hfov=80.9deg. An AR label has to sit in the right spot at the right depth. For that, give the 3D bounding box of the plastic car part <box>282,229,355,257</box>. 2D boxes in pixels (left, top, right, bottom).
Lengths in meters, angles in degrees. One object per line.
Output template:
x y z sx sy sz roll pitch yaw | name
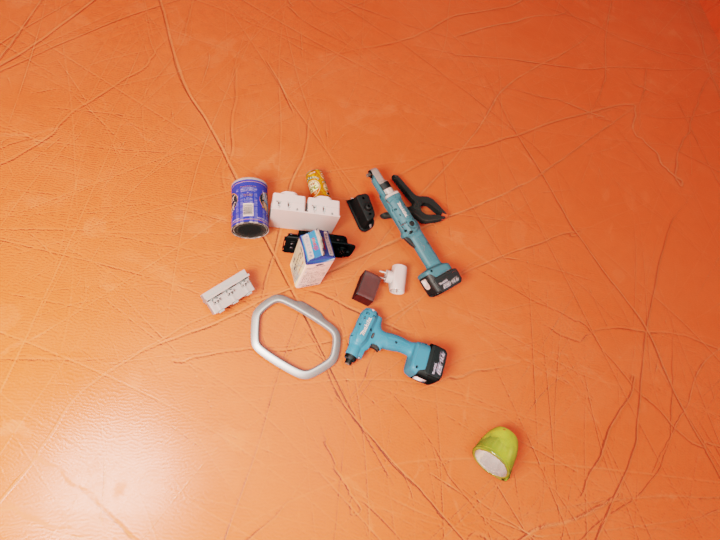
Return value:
-0.117 -0.077 1.198 0.200 0.065 0.069 9 40 -8 | plastic car part

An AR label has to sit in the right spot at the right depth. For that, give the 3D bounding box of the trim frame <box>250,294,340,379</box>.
-0.168 0.167 1.089 0.250 0.027 0.184 29 64 3 | trim frame

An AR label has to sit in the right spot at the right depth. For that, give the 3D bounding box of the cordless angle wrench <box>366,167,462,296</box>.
0.141 -0.127 1.248 0.096 0.074 0.431 -26 78 -19 | cordless angle wrench

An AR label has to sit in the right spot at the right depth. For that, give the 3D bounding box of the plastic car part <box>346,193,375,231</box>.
0.012 -0.183 1.266 0.064 0.070 0.120 -15 68 -20 | plastic car part

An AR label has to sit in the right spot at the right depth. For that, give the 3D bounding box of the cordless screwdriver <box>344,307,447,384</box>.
0.087 0.220 1.099 0.251 0.073 0.159 27 63 4 | cordless screwdriver
